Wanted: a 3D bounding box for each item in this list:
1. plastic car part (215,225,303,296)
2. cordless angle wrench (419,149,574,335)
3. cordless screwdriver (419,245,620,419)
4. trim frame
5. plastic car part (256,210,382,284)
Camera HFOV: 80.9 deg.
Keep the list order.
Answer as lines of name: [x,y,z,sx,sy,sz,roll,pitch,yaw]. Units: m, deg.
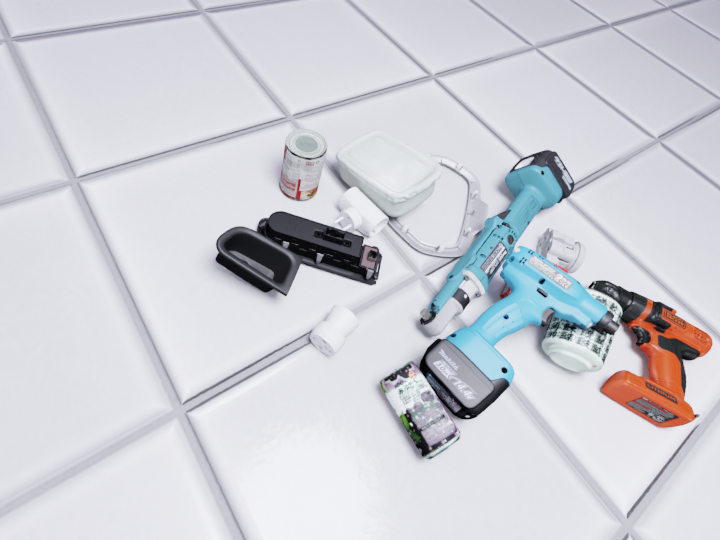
plastic car part: [-0.152,-0.009,0.594,0.114,0.072,0.067,30,53,-13]
cordless angle wrench: [0.223,-0.049,0.693,0.096,0.077,0.419,51,61,-14]
cordless screwdriver: [0.206,0.092,0.556,0.247,0.072,0.166,-42,66,-16]
trim frame: [0.138,-0.128,0.761,0.185,0.027,0.251,21,53,1]
plastic car part: [-0.063,-0.041,0.643,0.204,0.066,0.067,16,62,2]
